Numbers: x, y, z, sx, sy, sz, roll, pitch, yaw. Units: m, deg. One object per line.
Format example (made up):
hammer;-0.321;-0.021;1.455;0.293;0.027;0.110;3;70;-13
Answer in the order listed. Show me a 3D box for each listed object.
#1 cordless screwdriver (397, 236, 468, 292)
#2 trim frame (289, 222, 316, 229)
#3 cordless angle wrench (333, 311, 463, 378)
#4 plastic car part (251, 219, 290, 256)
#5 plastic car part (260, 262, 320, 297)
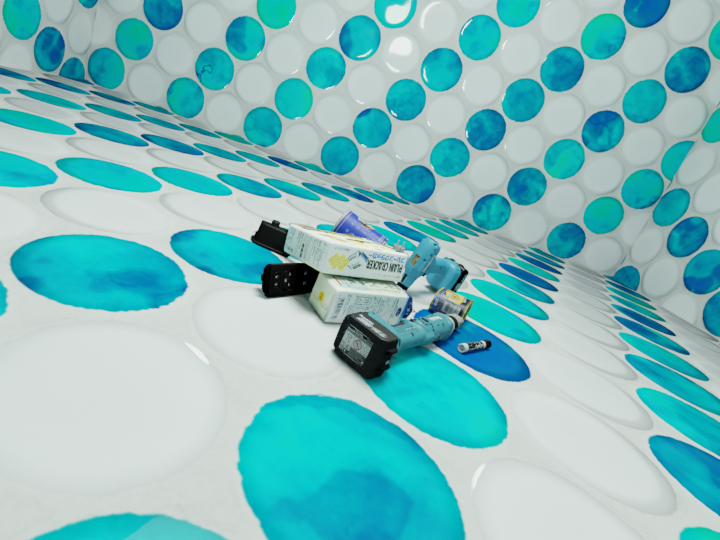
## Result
cordless screwdriver;0.195;0.014;1.166;0.079;0.159;0.235;39;8;37
trim frame;-0.110;-0.072;1.120;0.188;0.027;0.243;42;11;7
cordless angle wrench;0.113;0.119;0.831;0.103;0.074;0.403;33;19;32
plastic car part;-0.218;-0.091;1.075;0.118;0.070;0.065;26;15;5
plastic car part;-0.135;0.015;0.883;0.070;0.066;0.193;3;3;40
